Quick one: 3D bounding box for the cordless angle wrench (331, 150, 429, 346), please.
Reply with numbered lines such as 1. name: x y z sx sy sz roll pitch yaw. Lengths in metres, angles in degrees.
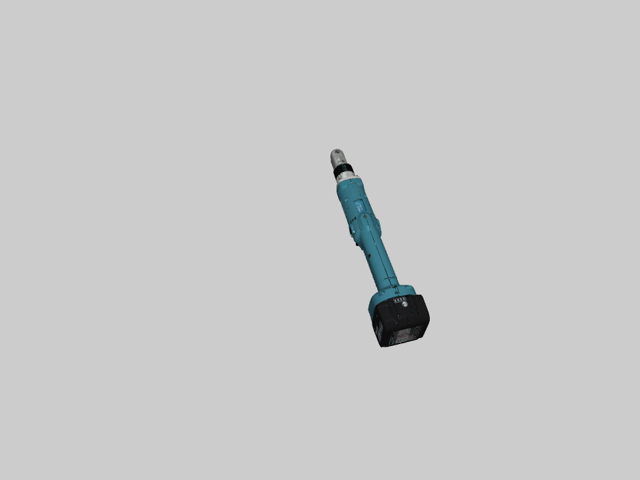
1. cordless angle wrench: 0.081 -0.019 0.775 0.074 0.421 0.098 -12 -35 -7
